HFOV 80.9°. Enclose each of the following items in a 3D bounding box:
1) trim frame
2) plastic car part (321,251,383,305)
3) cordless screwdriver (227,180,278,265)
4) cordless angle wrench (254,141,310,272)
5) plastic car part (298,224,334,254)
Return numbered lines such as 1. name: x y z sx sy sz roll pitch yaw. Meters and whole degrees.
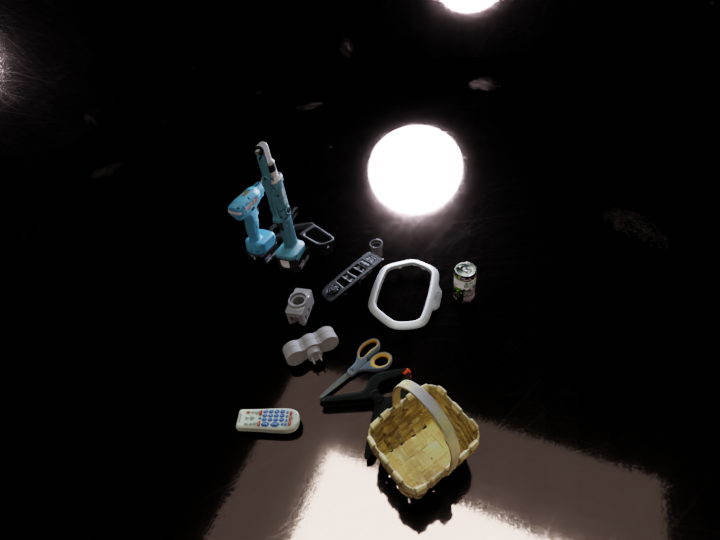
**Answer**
1. trim frame: 0.124 0.061 1.148 0.191 0.026 0.250 6 46 19
2. plastic car part: -0.024 0.029 1.187 0.200 0.064 0.070 -36 48 -23
3. cordless screwdriver: -0.316 -0.147 1.312 0.078 0.239 0.159 15 48 23
4. cordless angle wrench: -0.227 -0.171 1.194 0.077 0.406 0.098 12 46 21
5. plastic car part: -0.130 -0.085 1.329 0.065 0.068 0.123 -35 48 -24
